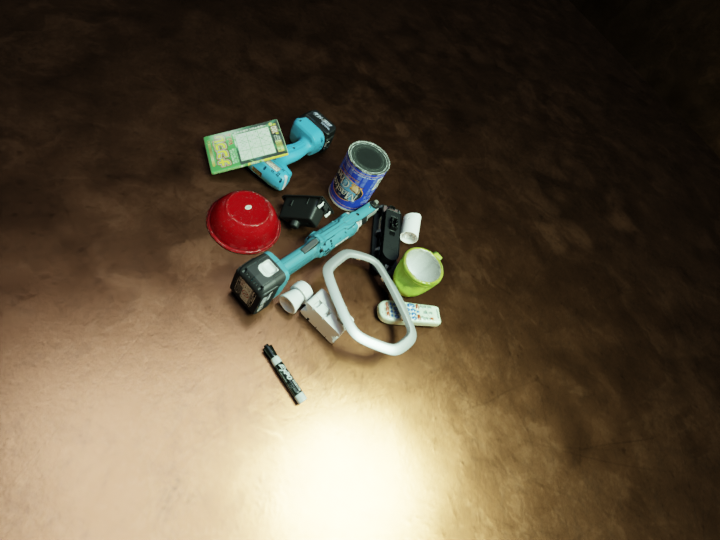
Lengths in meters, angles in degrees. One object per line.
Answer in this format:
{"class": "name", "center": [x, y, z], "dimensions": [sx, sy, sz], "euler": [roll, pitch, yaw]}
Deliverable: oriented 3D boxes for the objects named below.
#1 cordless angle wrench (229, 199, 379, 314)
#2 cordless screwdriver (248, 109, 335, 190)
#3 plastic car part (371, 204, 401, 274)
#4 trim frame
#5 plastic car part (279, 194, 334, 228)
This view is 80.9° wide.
{"class": "cordless angle wrench", "center": [-0.089, -0.058, 0.907], "dimensions": [0.076, 0.098, 0.414], "euler": [45, 49, 8]}
{"class": "cordless screwdriver", "center": [-0.185, -0.315, 1.047], "dimensions": [0.161, 0.074, 0.246], "euler": [38, 57, 5]}
{"class": "plastic car part", "center": [0.068, -0.081, 0.994], "dimensions": [0.064, 0.068, 0.207], "euler": [21, 55, -18]}
{"class": "trim frame", "center": [0.019, 0.057, 0.850], "dimensions": [0.176, 0.027, 0.260], "euler": [-4, 52, -34]}
{"class": "plastic car part", "center": [-0.130, -0.125, 0.935], "dimensions": [0.122, 0.062, 0.072], "euler": [6, 64, 28]}
